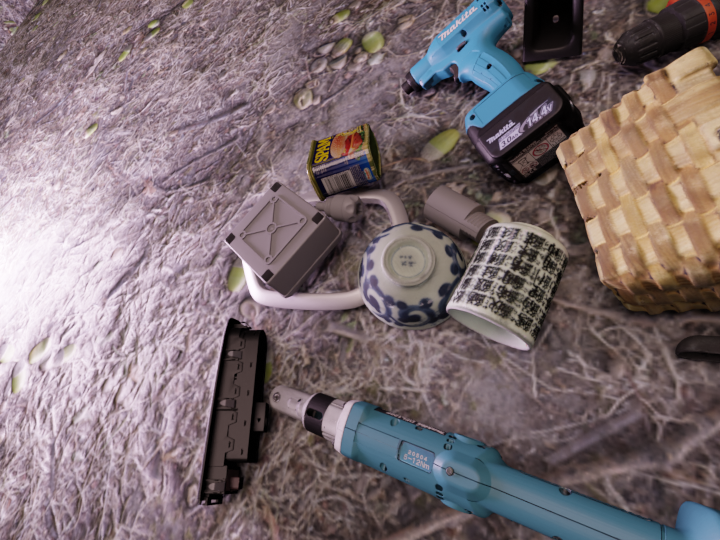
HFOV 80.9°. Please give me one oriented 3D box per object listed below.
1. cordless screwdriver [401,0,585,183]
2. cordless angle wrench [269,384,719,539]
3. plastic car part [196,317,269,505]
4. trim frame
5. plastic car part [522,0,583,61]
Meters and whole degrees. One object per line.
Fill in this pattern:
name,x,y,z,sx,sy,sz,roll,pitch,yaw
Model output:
cordless screwdriver,0.142,-0.213,0.515,0.162,0.070,0.258,-35,52,31
cordless angle wrench,0.087,0.166,0.347,0.444,0.092,0.075,9,73,33
plastic car part,-0.139,0.149,0.485,0.068,0.063,0.209,-11,61,10
trim frame,-0.055,-0.036,0.558,0.258,0.026,0.187,-3,65,28
plastic car part,0.237,-0.328,0.516,0.069,0.111,0.071,7,44,28
